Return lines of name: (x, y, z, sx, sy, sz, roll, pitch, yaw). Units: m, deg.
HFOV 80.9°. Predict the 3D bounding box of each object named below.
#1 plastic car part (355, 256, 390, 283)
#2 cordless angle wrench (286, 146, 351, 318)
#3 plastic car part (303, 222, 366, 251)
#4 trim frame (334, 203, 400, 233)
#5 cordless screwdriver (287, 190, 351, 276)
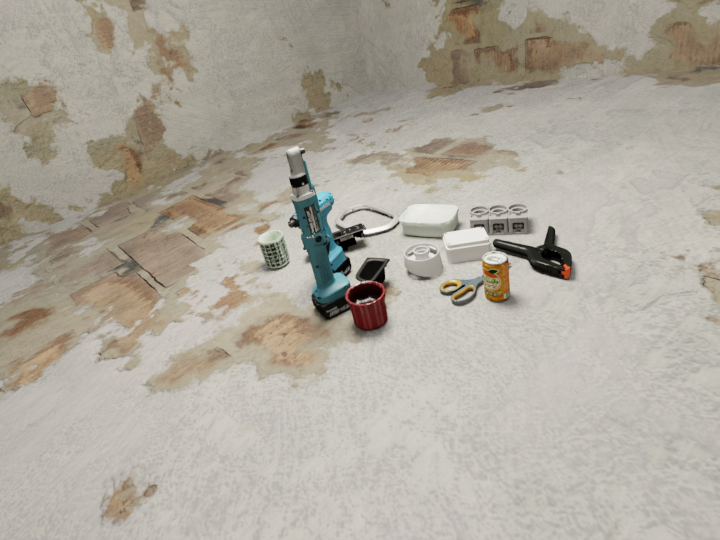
plastic car part: (0.031, 0.023, 1.086, 0.069, 0.068, 0.116, 2, 34, 26)
cordless angle wrench: (-0.106, -0.081, 0.984, 0.096, 0.408, 0.078, -23, 30, -18)
plastic car part: (-0.079, -0.089, 1.317, 0.203, 0.064, 0.069, -15, 30, 0)
trim frame: (0.022, -0.179, 1.455, 0.180, 0.026, 0.263, -32, 35, -26)
cordless screwdriver: (-0.111, -0.073, 1.136, 0.078, 0.240, 0.157, 10, 37, 36)
